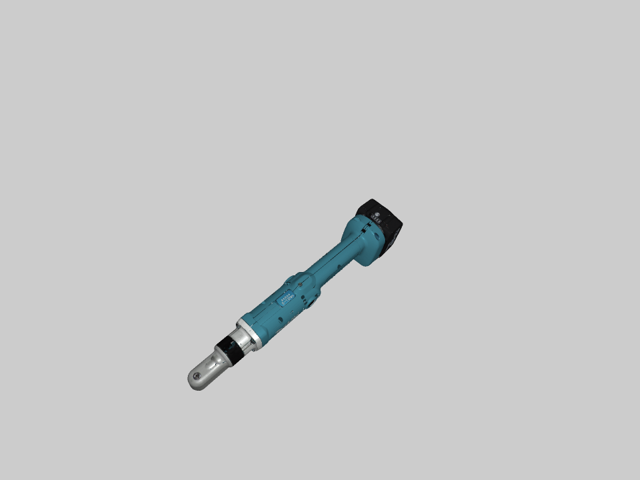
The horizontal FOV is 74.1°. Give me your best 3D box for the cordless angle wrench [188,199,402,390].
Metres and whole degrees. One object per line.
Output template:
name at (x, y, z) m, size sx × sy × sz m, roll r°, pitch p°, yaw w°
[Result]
cordless angle wrench at (-0.032, 0.083, 0.678) m, size 0.421 × 0.074 × 0.098 m, roll -38°, pitch -20°, yaw -27°
